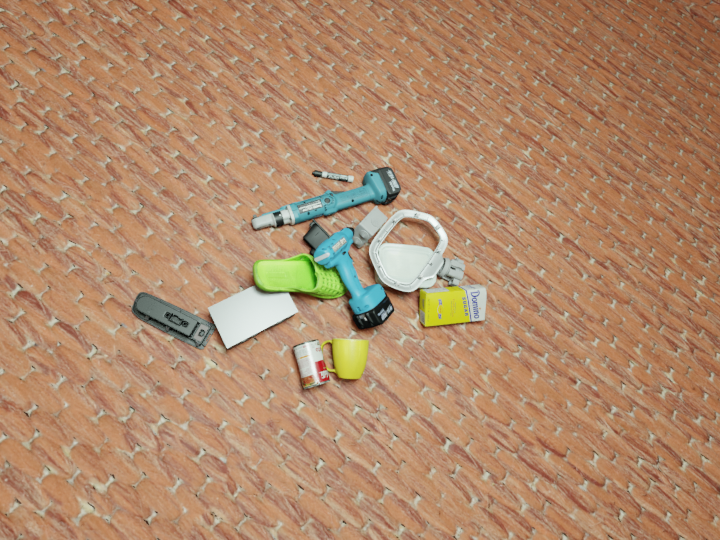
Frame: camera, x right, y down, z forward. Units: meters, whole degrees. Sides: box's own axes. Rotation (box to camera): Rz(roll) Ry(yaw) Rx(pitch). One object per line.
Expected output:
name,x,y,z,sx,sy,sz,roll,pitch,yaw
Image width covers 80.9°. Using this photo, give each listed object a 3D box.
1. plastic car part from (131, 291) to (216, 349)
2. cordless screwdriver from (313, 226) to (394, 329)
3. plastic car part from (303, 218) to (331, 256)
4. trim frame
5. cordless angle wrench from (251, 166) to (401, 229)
plastic car part,-0.449,0.113,0.996,0.204,0.066,0.066,26,75,2
cordless screwdriver,-0.007,0.013,1.071,0.245,0.076,0.157,57,41,-9
plastic car part,-0.111,-0.073,1.134,0.071,0.066,0.117,-41,86,-7
trim frame,0.132,-0.059,1.122,0.185,0.027,0.247,38,66,3
cordless angle wrench,-0.095,-0.185,1.170,0.416,0.074,0.100,-19,76,-15
